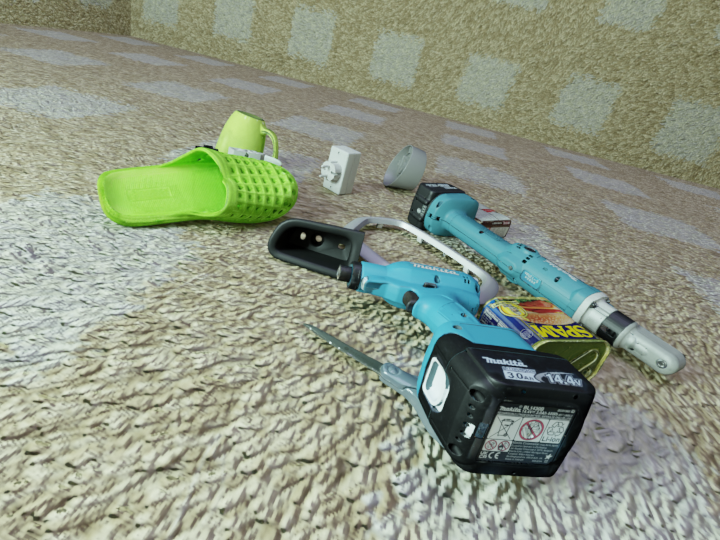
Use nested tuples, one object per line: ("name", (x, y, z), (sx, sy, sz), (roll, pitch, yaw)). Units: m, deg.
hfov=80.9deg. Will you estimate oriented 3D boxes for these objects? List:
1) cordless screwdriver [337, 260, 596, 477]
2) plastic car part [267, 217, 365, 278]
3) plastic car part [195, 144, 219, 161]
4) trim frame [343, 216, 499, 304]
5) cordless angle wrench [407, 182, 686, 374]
("cordless screwdriver", (0.066, 0.054, 0.383), (0.157, 0.073, 0.256), (10, 20, -11))
("plastic car part", (-0.054, -0.035, 0.552), (0.119, 0.065, 0.070), (16, 12, 10))
("plastic car part", (-0.254, -0.167, 0.703), (0.064, 0.066, 0.213), (10, 29, -27))
("trim frame", (0.079, -0.021, 0.611), (0.177, 0.027, 0.263), (-11, 35, -37))
("cordless angle wrench", (0.235, -0.009, 0.614), (0.094, 0.073, 0.447), (-6, 35, -34))
